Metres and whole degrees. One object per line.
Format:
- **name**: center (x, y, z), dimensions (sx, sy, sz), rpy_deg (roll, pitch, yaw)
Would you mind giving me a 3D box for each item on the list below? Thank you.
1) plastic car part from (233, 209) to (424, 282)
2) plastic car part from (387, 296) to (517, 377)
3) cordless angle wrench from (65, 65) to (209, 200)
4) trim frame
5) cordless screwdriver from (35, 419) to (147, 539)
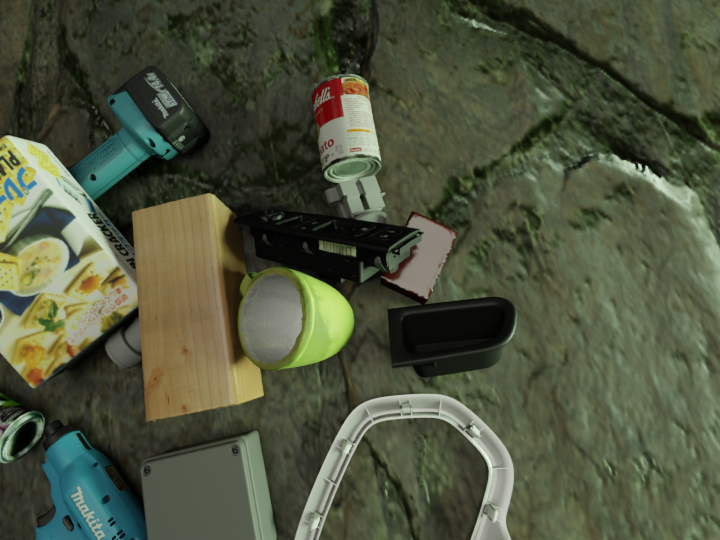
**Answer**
- **plastic car part**: center (-0.043, -0.028, 0.435), dimensions (0.213, 0.065, 0.065), rpy_deg (16, 34, 31)
- **plastic car part**: center (0.090, 0.072, 0.409), dimensions (0.119, 0.068, 0.068), rpy_deg (-8, 45, 12)
- **cordless angle wrench**: center (-0.382, -0.080, 0.520), dimensions (0.423, 0.072, 0.101), rpy_deg (-38, 76, 0)
- **trim frame**: center (0.042, 0.239, 0.397), dimensions (0.189, 0.027, 0.249), rpy_deg (23, 79, 12)
- **cordless screwdriver**: center (-0.346, 0.290, 0.420), dimensions (0.248, 0.072, 0.164), rpy_deg (-45, 75, -8)
